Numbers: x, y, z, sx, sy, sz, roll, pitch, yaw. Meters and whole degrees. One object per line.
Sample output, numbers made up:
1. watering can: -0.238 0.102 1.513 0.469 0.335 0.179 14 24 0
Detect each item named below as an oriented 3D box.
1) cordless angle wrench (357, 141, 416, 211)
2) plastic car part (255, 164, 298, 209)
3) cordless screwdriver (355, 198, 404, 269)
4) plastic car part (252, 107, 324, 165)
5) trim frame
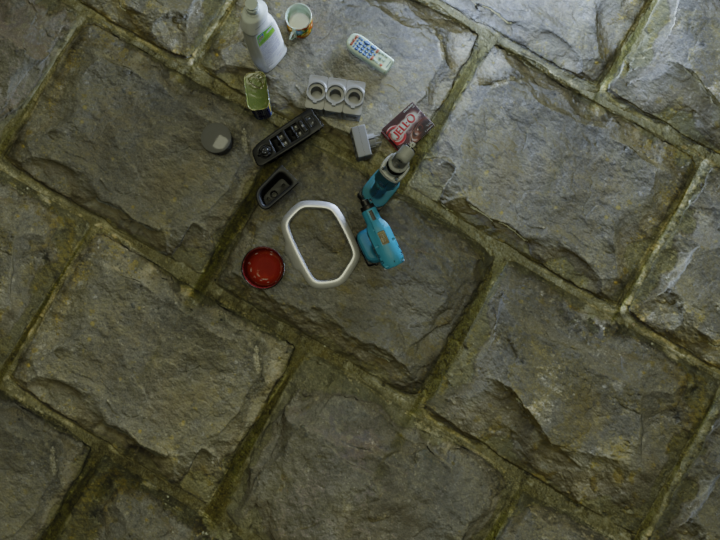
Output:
1. cordless angle wrench: 0.060 -0.205 0.938 0.074 0.424 0.098 39 88 -4
2. plastic car part: -0.225 -0.211 1.119 0.116 0.071 0.066 -44 91 -1
3. cordless screwdriver: 0.033 -0.084 1.020 0.074 0.249 0.159 -25 91 -3
4. plastic car part: -0.197 -0.348 1.126 0.203 0.067 0.066 -32 90 -1
5. trim frame: -0.111 -0.072 1.133 0.184 0.027 0.249 -27 87 0
